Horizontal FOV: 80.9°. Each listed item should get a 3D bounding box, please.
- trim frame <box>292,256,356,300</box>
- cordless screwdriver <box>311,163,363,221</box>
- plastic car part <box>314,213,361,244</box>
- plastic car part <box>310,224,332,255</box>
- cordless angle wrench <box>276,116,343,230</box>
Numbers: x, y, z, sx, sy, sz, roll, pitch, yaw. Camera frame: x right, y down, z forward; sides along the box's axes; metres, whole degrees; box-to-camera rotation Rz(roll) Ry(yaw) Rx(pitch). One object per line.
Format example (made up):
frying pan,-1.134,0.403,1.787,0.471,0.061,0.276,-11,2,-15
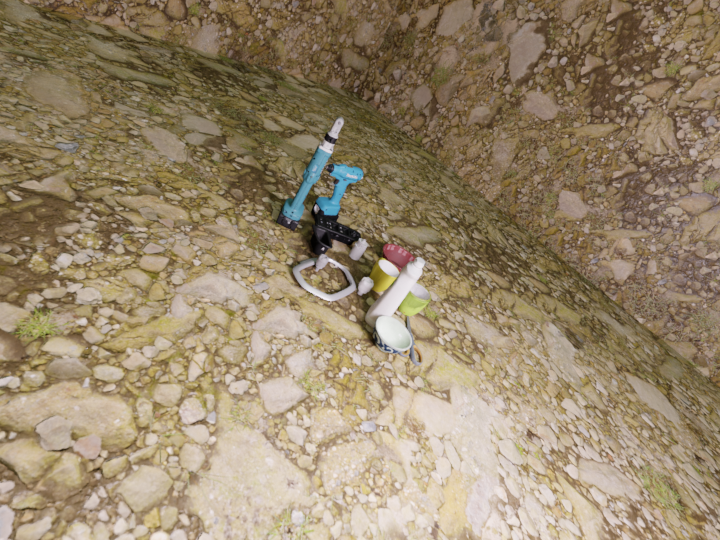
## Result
trim frame,-0.113,0.021,1.351,0.190,0.027,0.241,41,32,17
cordless screwdriver,-0.110,-0.292,1.589,0.151,0.248,0.078,4,42,-40
plastic car part,-0.088,-0.140,1.566,0.195,0.067,0.069,16,35,-24
plastic car part,-0.142,-0.093,1.448,0.063,0.071,0.121,16,34,-26
cordless angle wrench,-0.164,-0.322,1.416,0.073,0.423,0.100,26,32,-14
